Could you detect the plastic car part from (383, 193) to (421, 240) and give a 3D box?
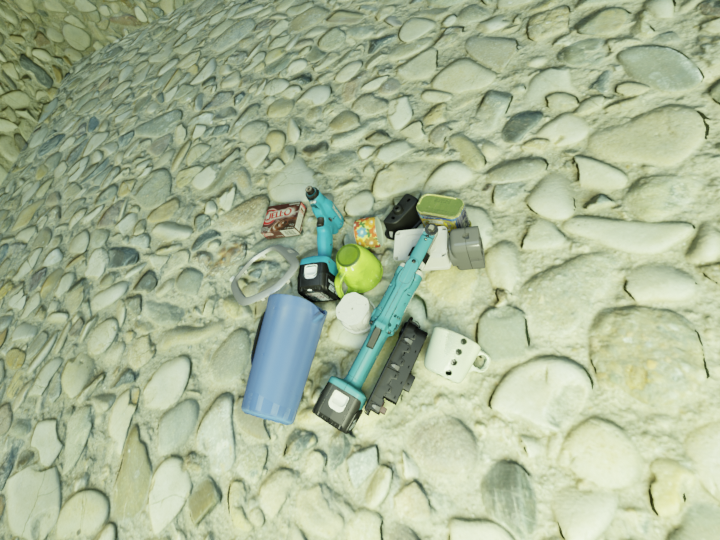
[{"bbox_3d":[0.098,-0.128,0.963,0.116,0.067,0.070,-46,51,-10],"label":"plastic car part"}]

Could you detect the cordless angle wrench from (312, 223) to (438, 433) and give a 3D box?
[{"bbox_3d":[0.048,0.094,0.808,0.077,0.094,0.423,26,79,16],"label":"cordless angle wrench"}]

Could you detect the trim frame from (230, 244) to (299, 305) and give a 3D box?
[{"bbox_3d":[-0.230,0.005,1.019,0.183,0.026,0.260,-41,28,-9],"label":"trim frame"}]

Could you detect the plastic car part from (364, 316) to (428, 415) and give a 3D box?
[{"bbox_3d":[0.073,0.181,0.789,0.070,0.063,0.204,17,69,22],"label":"plastic car part"}]

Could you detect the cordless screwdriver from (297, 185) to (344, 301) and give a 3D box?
[{"bbox_3d":[-0.094,-0.062,0.966,0.077,0.151,0.254,-8,59,21],"label":"cordless screwdriver"}]
